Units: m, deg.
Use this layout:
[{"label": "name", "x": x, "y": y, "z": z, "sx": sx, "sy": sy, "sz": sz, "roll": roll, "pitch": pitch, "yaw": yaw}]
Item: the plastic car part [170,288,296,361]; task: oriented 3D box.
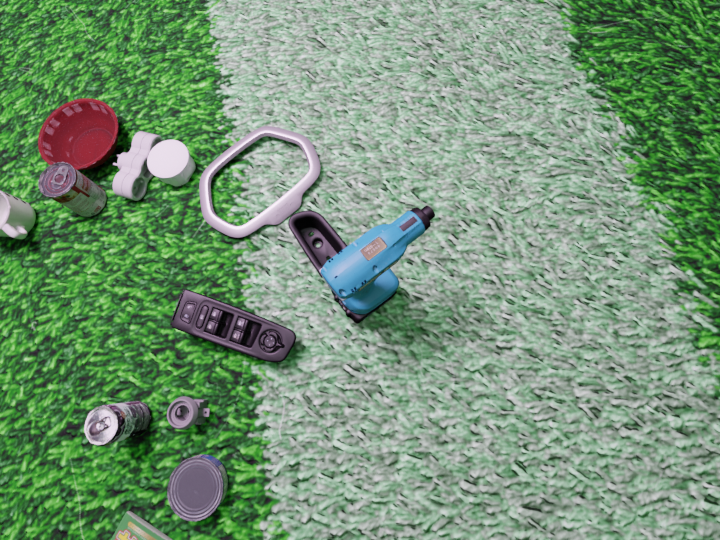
[{"label": "plastic car part", "x": -0.204, "y": 0.097, "z": 0.697, "sx": 0.207, "sy": 0.065, "sz": 0.067, "roll": 18, "pitch": 76, "yaw": 10}]

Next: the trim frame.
[{"label": "trim frame", "x": -0.193, "y": -0.170, "z": 0.799, "sx": 0.247, "sy": 0.027, "sz": 0.190, "roll": -41, "pitch": 74, "yaw": -7}]

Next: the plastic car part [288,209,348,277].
[{"label": "plastic car part", "x": -0.071, "y": -0.047, "z": 0.727, "sx": 0.066, "sy": 0.069, "sz": 0.120, "roll": -35, "pitch": 74, "yaw": -7}]

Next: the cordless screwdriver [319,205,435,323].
[{"label": "cordless screwdriver", "x": 0.025, "y": -0.004, "z": 0.614, "sx": 0.158, "sy": 0.243, "sz": 0.076, "roll": -37, "pitch": 78, "yaw": -8}]
